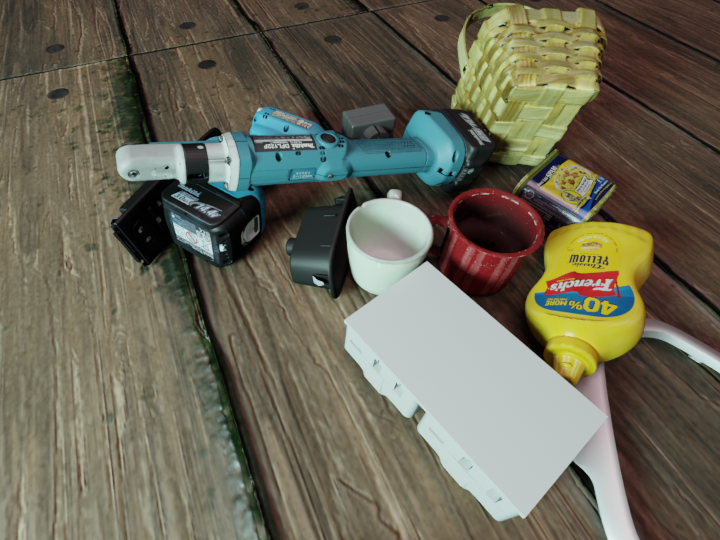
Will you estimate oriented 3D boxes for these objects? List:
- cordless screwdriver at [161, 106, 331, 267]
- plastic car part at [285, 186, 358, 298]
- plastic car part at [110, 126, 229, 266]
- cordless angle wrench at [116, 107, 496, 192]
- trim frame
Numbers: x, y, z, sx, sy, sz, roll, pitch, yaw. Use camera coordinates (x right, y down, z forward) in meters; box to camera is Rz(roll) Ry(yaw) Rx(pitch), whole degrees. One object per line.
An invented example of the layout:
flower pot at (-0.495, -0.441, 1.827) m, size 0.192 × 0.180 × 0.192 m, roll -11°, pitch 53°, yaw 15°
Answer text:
cordless screwdriver at (-0.111, -0.111, 0.523) m, size 0.163 × 0.072 × 0.249 m, roll 22°, pitch 51°, yaw 11°
plastic car part at (-0.046, -0.030, 0.473) m, size 0.073 × 0.063 × 0.118 m, roll 5°, pitch 55°, yaw 20°
plastic car part at (-0.232, -0.100, 0.524) m, size 0.070 × 0.063 × 0.203 m, roll 3°, pitch 49°, yaw 33°
cordless angle wrench at (-0.042, -0.129, 0.476) m, size 0.410 × 0.073 × 0.102 m, roll -10°, pitch 56°, yaw -24°
trim frame at (0.270, 0.148, 0.354) m, size 0.186 × 0.027 × 0.252 m, roll 10°, pitch 55°, yaw 6°
